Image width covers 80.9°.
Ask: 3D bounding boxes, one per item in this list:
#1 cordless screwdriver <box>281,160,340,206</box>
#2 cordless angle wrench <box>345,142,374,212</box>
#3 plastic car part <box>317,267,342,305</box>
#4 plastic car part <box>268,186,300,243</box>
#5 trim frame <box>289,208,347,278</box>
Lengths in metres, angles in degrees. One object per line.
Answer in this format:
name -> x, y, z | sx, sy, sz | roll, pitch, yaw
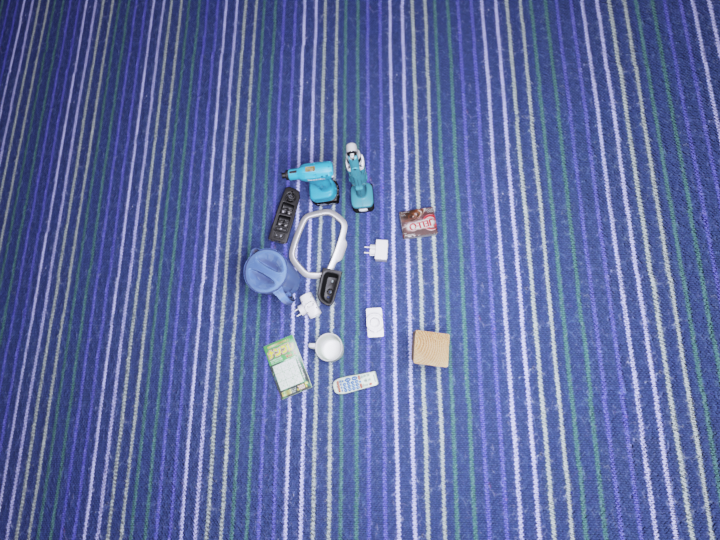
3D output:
cordless screwdriver -> -0.152, -0.279, 1.368 | 0.161, 0.243, 0.075 | -4, 80, 5
cordless angle wrench -> -0.007, -0.276, 1.254 | 0.075, 0.413, 0.099 | -5, 80, 4
plastic car part -> -0.100, 0.058, 1.373 | 0.067, 0.069, 0.117 | 11, 80, 9
plastic car part -> -0.254, -0.187, 1.457 | 0.068, 0.065, 0.204 | 12, 80, 10
trim frame -> -0.140, -0.092, 1.435 | 0.189, 0.027, 0.249 | 17, 81, 13
